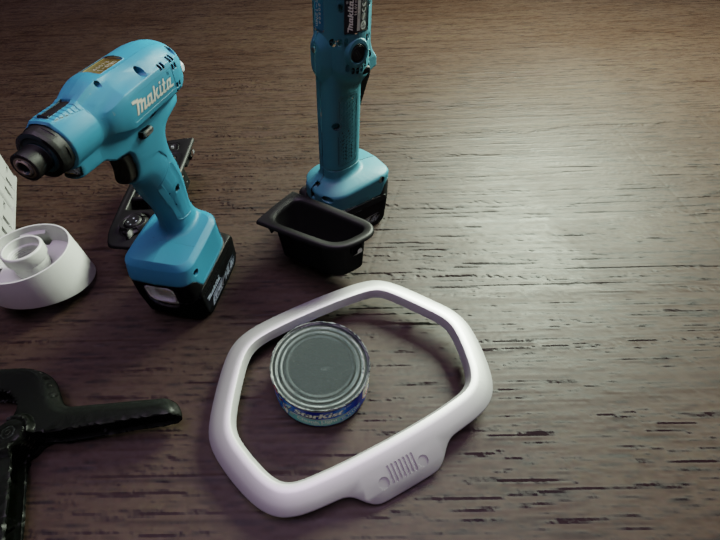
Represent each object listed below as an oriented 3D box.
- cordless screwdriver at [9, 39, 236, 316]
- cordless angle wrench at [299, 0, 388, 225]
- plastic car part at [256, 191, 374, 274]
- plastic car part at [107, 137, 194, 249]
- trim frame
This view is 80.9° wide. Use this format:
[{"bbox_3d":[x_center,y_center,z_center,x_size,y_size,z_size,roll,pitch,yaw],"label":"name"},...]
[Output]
[{"bbox_3d":[-0.184,-0.049,0.368,0.075,0.241,0.162,8,46,6],"label":"cordless screwdriver"},{"bbox_3d":[-0.016,-0.212,0.400,0.096,0.409,0.078,-26,52,-25],"label":"cordless angle wrench"},{"bbox_3d":[-0.045,-0.030,0.462,0.122,0.068,0.065,25,51,24],"label":"plastic car part"},{"bbox_3d":[-0.257,-0.088,0.533,0.066,0.065,0.209,-2,46,-1],"label":"plastic car part"},{"bbox_3d":[-0.009,0.095,0.367,0.244,0.026,0.194,-22,49,-18],"label":"trim frame"}]
